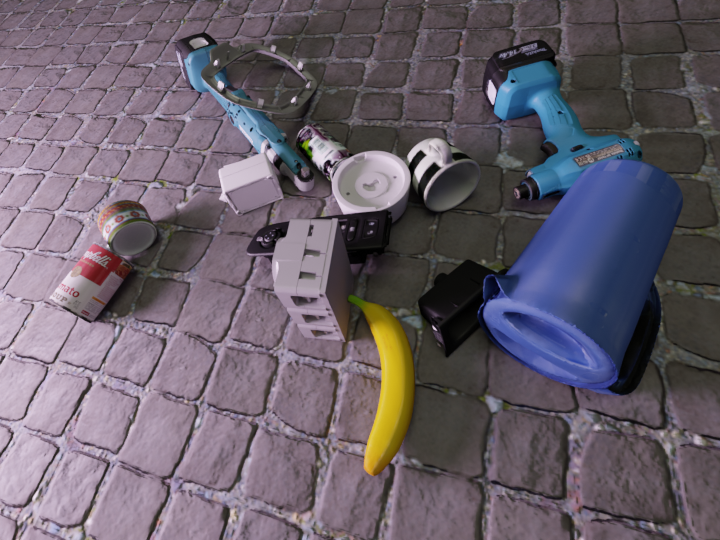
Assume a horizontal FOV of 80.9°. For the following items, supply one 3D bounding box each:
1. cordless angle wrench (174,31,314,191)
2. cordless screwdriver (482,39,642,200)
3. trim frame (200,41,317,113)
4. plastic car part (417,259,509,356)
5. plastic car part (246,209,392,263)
[{"bbox_3d":[-0.205,-0.279,0.750,0.073,0.095,0.442,-29,62,-21],"label":"cordless angle wrench"},{"bbox_3d":[0.251,-0.213,0.609,0.159,0.071,0.258,-20,62,1],"label":"cordless screwdriver"},{"bbox_3d":[-0.174,-0.349,0.751,0.184,0.027,0.250,25,46,-2],"label":"trim frame"},{"bbox_3d":[0.116,0.032,0.509,0.115,0.063,0.075,-42,47,-16],"label":"plastic car part"},{"bbox_3d":[-0.056,-0.037,0.575,0.209,0.064,0.067,-1,57,19],"label":"plastic car part"}]
